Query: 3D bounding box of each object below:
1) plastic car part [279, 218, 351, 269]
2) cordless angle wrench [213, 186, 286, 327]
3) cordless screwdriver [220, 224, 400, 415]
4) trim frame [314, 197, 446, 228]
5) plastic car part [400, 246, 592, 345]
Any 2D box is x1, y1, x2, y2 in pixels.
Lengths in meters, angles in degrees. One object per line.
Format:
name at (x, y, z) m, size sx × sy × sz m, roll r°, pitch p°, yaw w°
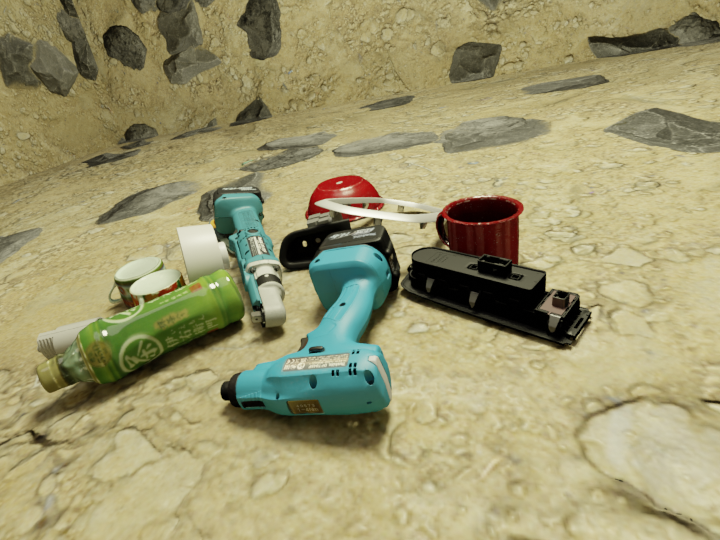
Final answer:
plastic car part at (-0.064, -0.042, 0.655) m, size 0.119 × 0.065 × 0.070 m, roll -9°, pitch 11°, yaw 12°
cordless angle wrench at (-0.172, -0.038, 0.670) m, size 0.095 × 0.073 × 0.444 m, roll -6°, pitch 28°, yaw -20°
cordless screwdriver at (-0.040, 0.047, 0.457) m, size 0.163 × 0.071 × 0.252 m, roll -11°, pitch 30°, yaw 18°
trim frame at (0.040, -0.092, 0.654) m, size 0.194 × 0.027 × 0.239 m, roll 17°, pitch 20°, yaw 30°
plastic car part at (0.129, 0.015, 0.464) m, size 0.214 × 0.064 × 0.065 m, roll 13°, pitch 42°, yaw 44°
